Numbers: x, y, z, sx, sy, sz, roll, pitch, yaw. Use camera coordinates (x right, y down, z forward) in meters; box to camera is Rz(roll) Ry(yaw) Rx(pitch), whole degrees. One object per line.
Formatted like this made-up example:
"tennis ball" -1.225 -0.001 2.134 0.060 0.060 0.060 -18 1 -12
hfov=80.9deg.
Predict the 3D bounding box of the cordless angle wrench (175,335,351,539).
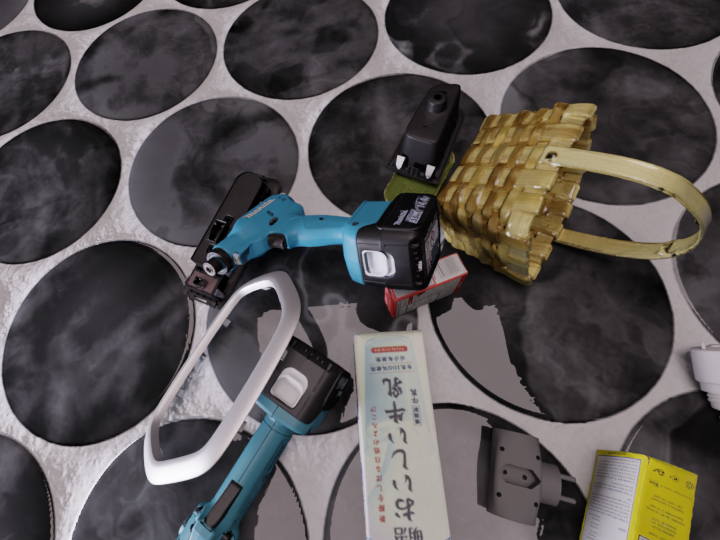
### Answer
"cordless angle wrench" -0.153 0.266 0.420 0.077 0.095 0.423 29 78 15

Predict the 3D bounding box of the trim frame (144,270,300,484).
"trim frame" -0.148 0.103 0.457 0.193 0.026 0.249 2 58 48

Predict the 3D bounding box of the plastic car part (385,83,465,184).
"plastic car part" 0.083 -0.170 0.488 0.068 0.069 0.117 22 75 13

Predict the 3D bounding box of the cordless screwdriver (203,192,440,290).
"cordless screwdriver" -0.046 -0.030 0.475 0.260 0.072 0.157 8 36 30

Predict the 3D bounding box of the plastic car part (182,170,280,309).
"plastic car part" -0.177 -0.056 0.573 0.069 0.064 0.204 16 67 20
